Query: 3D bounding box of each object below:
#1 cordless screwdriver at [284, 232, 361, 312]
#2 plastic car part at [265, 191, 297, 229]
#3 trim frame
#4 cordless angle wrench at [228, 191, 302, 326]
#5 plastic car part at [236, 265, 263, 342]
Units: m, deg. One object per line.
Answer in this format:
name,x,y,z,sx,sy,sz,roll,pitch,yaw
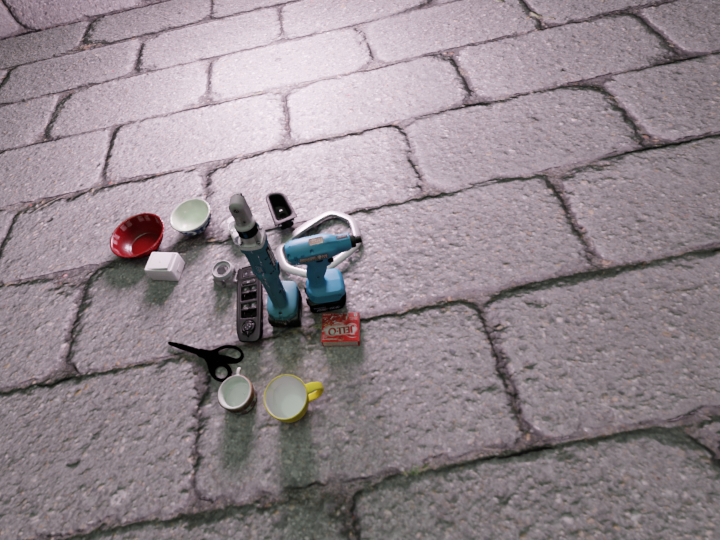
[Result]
cordless screwdriver,-0.069,0.001,0.956,0.159,0.239,0.077,-11,57,-1
plastic car part,-0.222,-0.163,1.198,0.065,0.068,0.122,-23,56,-8
trim frame,-0.112,-0.073,1.143,0.246,0.026,0.194,-39,59,-16
cordless angle wrench,-0.197,-0.006,0.882,0.075,0.407,0.101,-3,57,4
plastic car part,-0.269,0.088,1.040,0.067,0.064,0.210,-9,55,2
